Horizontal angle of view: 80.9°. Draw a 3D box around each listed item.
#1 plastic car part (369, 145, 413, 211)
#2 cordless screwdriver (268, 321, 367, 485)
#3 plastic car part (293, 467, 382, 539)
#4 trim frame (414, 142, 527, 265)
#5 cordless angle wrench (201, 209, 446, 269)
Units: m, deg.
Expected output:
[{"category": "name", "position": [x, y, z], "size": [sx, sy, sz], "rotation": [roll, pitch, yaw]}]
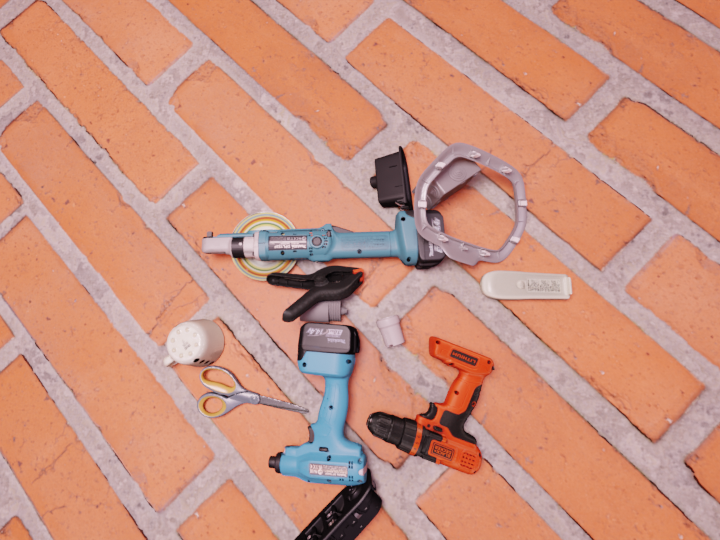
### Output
[{"category": "plastic car part", "position": [0.054, -0.162, 0.776], "size": [0.073, 0.063, 0.119], "rotation": [-12, 74, 17]}, {"category": "cordless screwdriver", "position": [-0.073, 0.212, 0.695], "size": [0.163, 0.072, 0.252], "rotation": [-4, 77, 13]}, {"category": "plastic car part", "position": [-0.039, 0.407, 0.660], "size": [0.067, 0.066, 0.202], "rotation": [40, 85, 1]}, {"category": "trim frame", "position": [0.189, -0.102, 0.693], "size": [0.237, 0.029, 0.184], "rotation": [17, 92, -28]}, {"category": "cordless angle wrench", "position": [-0.073, -0.048, 0.745], "size": [0.426, 0.073, 0.099], "rotation": [-2, 79, 4]}]
